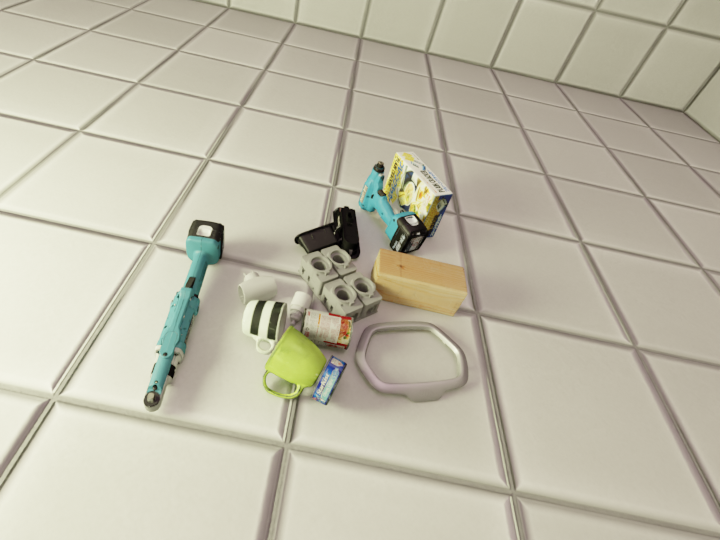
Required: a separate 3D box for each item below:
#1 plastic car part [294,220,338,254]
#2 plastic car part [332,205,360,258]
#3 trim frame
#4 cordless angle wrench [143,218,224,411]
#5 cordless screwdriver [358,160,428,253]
[{"bbox_3d":[-0.105,-0.069,1.078,0.113,0.066,0.073,-24,70,-30],"label":"plastic car part"},{"bbox_3d":[-0.031,-0.112,1.137,0.065,0.066,0.210,11,45,-17],"label":"plastic car part"},{"bbox_3d":[0.107,0.183,0.885,0.242,0.027,0.192,0,44,-17],"label":"trim frame"},{"bbox_3d":[-0.353,0.072,0.850,0.073,0.096,0.436,8,47,-10],"label":"cordless angle wrench"},{"bbox_3d":[0.086,-0.173,1.157,0.072,0.156,0.261,-13,51,-29],"label":"cordless screwdriver"}]
